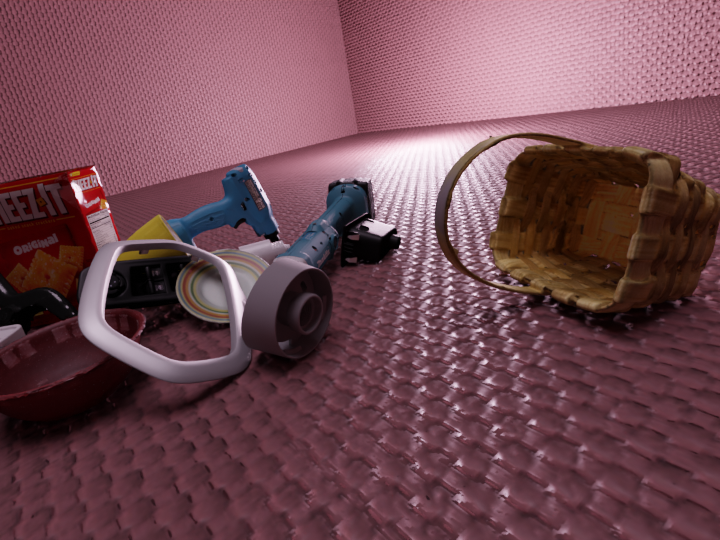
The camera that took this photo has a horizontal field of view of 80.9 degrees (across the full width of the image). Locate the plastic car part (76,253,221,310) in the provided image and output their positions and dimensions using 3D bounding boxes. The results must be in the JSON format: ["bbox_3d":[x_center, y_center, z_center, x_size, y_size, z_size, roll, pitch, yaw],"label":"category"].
[{"bbox_3d":[-0.270,0.019,0.567,0.194,0.068,0.069,-4,-20,-43],"label":"plastic car part"}]

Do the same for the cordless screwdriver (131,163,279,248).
[{"bbox_3d":[-0.264,-0.063,0.754,0.245,0.153,0.078,-39,27,-24],"label":"cordless screwdriver"}]

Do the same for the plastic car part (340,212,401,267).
[{"bbox_3d":[0.024,-0.047,0.649,0.074,0.064,0.114,16,27,23],"label":"plastic car part"}]

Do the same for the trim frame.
[{"bbox_3d":[-0.203,0.031,0.467,0.176,0.027,0.261,12,24,-29],"label":"trim frame"}]

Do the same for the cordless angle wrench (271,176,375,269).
[{"bbox_3d":[-0.061,-0.040,0.627,0.076,0.095,0.422,-1,27,17],"label":"cordless angle wrench"}]
